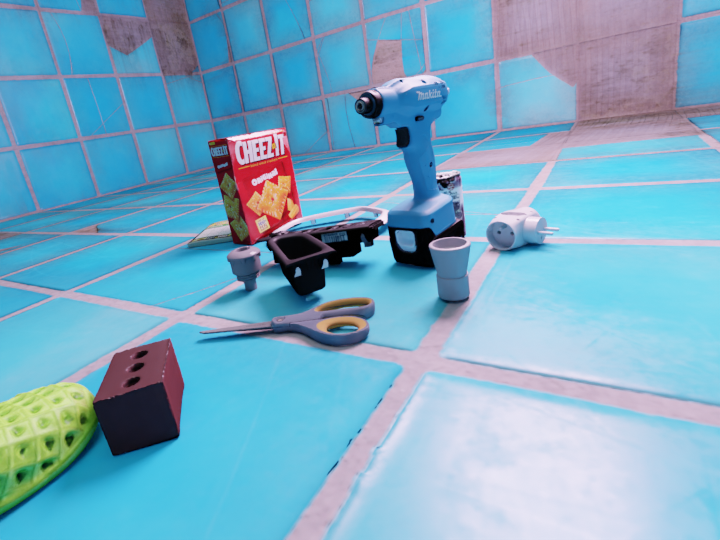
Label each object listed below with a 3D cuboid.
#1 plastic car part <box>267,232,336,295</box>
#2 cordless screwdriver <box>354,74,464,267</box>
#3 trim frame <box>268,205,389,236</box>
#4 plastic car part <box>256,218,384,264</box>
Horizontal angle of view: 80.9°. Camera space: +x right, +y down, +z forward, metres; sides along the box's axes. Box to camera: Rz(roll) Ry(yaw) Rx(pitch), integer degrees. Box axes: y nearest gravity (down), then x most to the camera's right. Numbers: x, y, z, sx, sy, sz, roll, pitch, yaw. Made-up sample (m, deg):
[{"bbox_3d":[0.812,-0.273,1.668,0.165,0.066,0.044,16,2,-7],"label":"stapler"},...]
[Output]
[{"bbox_3d":[-0.080,-0.005,0.563,0.064,0.069,0.122,-17,21,-20],"label":"plastic car part"},{"bbox_3d":[0.065,-0.125,0.563,0.078,0.243,0.154,8,25,44],"label":"cordless screwdriver"},{"bbox_3d":[-0.060,-0.087,0.831,0.249,0.027,0.188,-10,20,2],"label":"trim frame"},{"bbox_3d":[-0.065,-0.042,0.660,0.210,0.065,0.065,-1,21,24],"label":"plastic car part"}]
